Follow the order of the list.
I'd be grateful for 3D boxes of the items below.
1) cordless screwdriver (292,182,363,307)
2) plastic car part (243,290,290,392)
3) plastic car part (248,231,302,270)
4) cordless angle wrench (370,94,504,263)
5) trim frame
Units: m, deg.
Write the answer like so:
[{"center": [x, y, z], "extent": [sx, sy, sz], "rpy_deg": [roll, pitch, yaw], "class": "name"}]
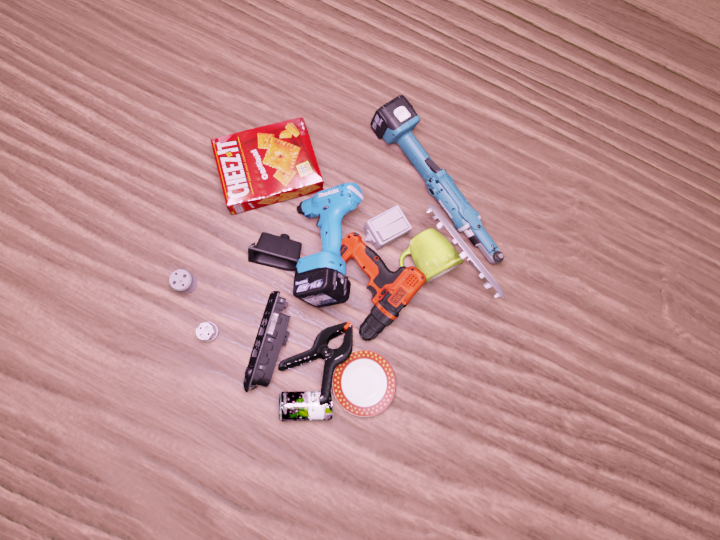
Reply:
[{"center": [-0.083, -0.054, 0.849], "extent": [0.166, 0.070, 0.253], "rpy_deg": [-11, 60, 36], "class": "cordless screwdriver"}, {"center": [-0.185, 0.146, 0.853], "extent": [0.064, 0.069, 0.204], "rpy_deg": [26, 74, -26], "class": "plastic car part"}, {"center": [-0.175, -0.046, 0.900], "extent": [0.116, 0.065, 0.072], "rpy_deg": [11, 63, -5], "class": "plastic car part"}, {"center": [0.177, -0.191, 0.936], "extent": [0.074, 0.098, 0.427], "rpy_deg": [-34, 85, -11], "class": "cordless angle wrench"}, {"center": [0.206, -0.042, 0.849], "extent": [0.028, 0.175, 0.260], "rpy_deg": [-41, 61, 14], "class": "trim frame"}]
